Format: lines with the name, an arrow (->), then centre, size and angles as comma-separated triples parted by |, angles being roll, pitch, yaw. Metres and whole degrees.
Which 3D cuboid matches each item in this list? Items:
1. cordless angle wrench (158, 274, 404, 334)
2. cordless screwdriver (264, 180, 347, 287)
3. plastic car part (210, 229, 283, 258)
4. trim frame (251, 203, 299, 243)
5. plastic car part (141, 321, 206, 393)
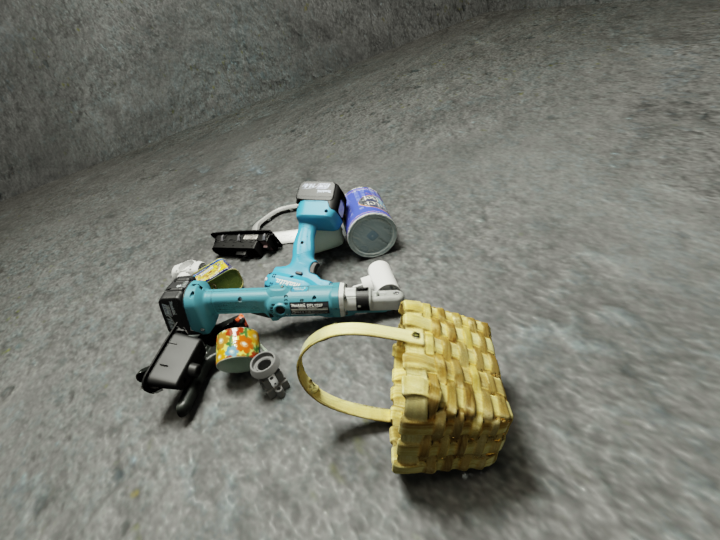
cordless angle wrench -> -0.138, 0.056, 0.746 | 0.429, 0.095, 0.075 | -2, 29, 9
cordless screwdriver -> -0.083, -0.054, 0.845 | 0.165, 0.071, 0.251 | 9, 71, 22
plastic car part -> -0.294, -0.062, 1.050 | 0.212, 0.063, 0.068 | 6, 66, 31
trim frame -> -0.172, -0.130, 1.107 | 0.255, 0.026, 0.186 | -5, 36, 18
plastic car part -> -0.292, 0.152, 0.689 | 0.072, 0.063, 0.119 | 2, 42, 9
